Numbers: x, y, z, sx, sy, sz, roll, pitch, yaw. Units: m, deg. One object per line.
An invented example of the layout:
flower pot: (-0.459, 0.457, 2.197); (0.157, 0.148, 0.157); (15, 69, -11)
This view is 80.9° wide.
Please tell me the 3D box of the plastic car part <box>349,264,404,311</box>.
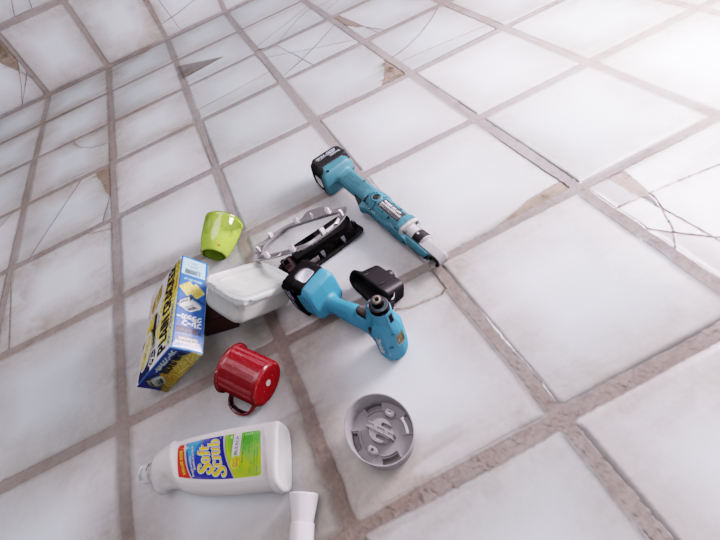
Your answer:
plastic car part: (0.039, 0.026, 0.808); (0.069, 0.064, 0.123); (-25, 44, -23)

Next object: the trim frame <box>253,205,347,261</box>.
trim frame: (-0.136, -0.083, 0.913); (0.258, 0.027, 0.183); (-13, 28, 38)

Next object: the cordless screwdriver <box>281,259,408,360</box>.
cordless screwdriver: (-0.034, 0.053, 0.743); (0.263, 0.151, 0.074); (26, 63, 35)

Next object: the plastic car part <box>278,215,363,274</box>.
plastic car part: (-0.090, -0.059, 0.918); (0.201, 0.064, 0.070); (-32, 43, -11)

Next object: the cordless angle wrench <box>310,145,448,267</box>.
cordless angle wrench: (0.037, -0.144, 0.936); (0.097, 0.071, 0.447); (-36, 52, -11)
